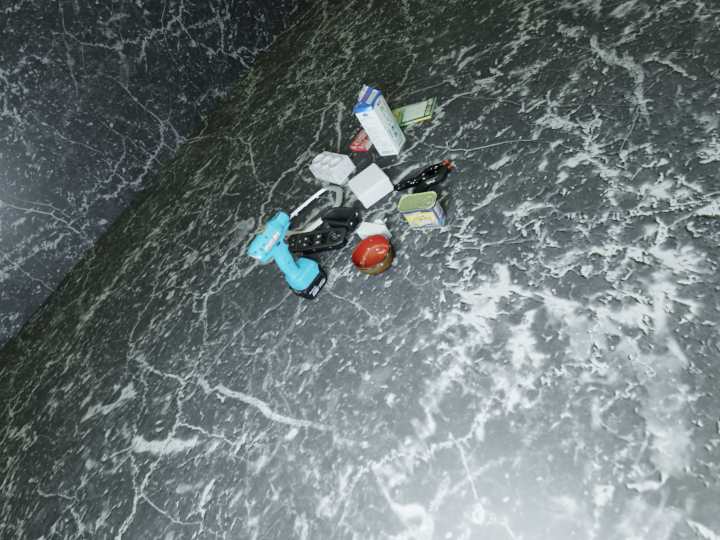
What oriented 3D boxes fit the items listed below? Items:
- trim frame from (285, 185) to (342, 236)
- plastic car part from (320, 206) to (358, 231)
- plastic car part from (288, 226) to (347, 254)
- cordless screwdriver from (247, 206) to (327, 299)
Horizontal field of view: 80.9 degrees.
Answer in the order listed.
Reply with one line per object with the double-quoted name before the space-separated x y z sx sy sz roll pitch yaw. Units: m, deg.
"trim frame" -0.161 -0.200 1.428 0.248 0.026 0.194 -42 40 -1
"plastic car part" -0.054 -0.147 1.267 0.123 0.067 0.066 9 60 42
"plastic car part" -0.124 -0.081 1.265 0.211 0.063 0.067 -10 49 32
"cordless screwdriver" -0.180 -0.042 1.141 0.078 0.235 0.159 13 62 45
